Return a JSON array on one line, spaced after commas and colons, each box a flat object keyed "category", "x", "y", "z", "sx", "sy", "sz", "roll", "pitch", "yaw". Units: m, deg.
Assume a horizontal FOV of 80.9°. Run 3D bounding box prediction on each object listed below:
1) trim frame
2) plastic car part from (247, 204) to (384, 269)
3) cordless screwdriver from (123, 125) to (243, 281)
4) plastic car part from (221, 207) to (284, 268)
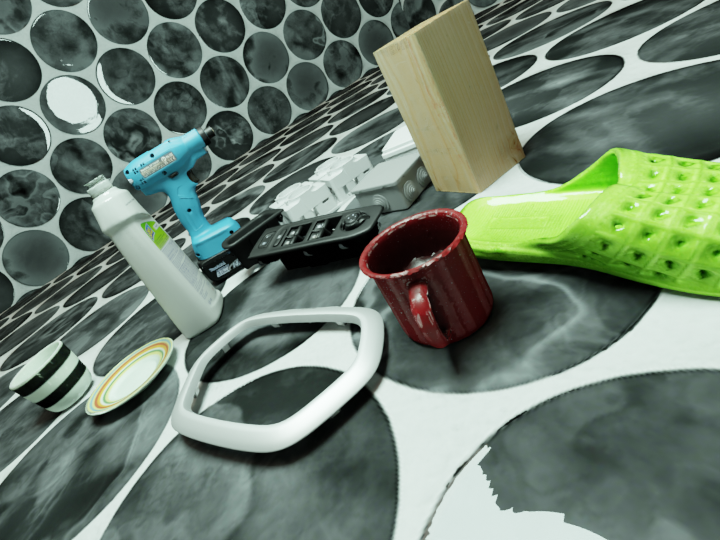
[{"category": "trim frame", "x": -0.087, "y": 0.093, "z": 0.420, "sx": 0.259, "sy": 0.026, "sz": 0.184, "roll": -10, "pitch": 33, "yaw": 37}, {"category": "plastic car part", "x": -0.056, "y": -0.037, "z": 0.571, "sx": 0.210, "sy": 0.064, "sz": 0.066, "roll": -13, "pitch": 29, "yaw": 33}, {"category": "cordless screwdriver", "x": -0.268, "y": -0.115, "z": 0.738, "sx": 0.158, "sy": 0.240, "sz": 0.077, "roll": -33, "pitch": 22, "yaw": -6}, {"category": "plastic car part", "x": -0.172, "y": -0.046, "z": 0.709, "sx": 0.069, "sy": 0.068, "sz": 0.115, "roll": 0, "pitch": 39, "yaw": 50}]
